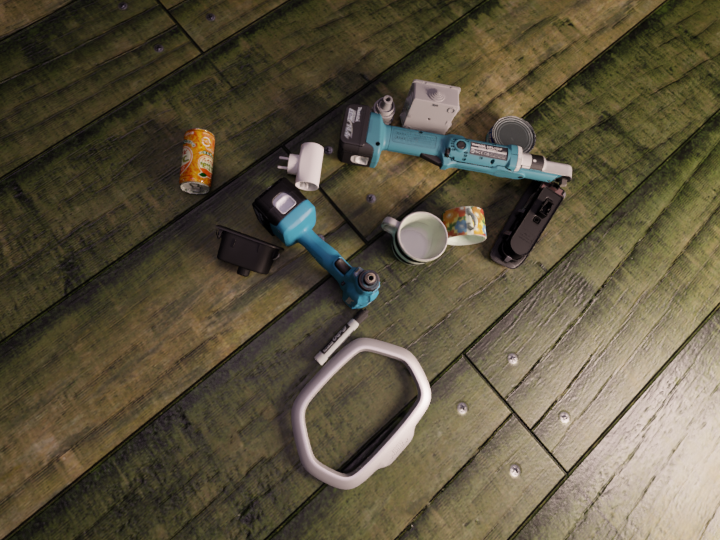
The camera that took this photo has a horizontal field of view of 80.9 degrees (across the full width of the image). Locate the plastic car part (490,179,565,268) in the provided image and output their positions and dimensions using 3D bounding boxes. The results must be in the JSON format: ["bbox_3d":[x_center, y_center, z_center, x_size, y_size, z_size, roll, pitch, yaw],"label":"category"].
[{"bbox_3d":[0.315,-0.089,0.771,0.066,0.067,0.202,38,79,-4],"label":"plastic car part"}]

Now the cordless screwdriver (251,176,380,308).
[{"bbox_3d":[-0.067,-0.044,0.680,0.074,0.158,0.253,-42,82,-14],"label":"cordless screwdriver"}]

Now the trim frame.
[{"bbox_3d":[0.001,0.226,0.685,0.187,0.027,0.247,44,75,8],"label":"trim frame"}]

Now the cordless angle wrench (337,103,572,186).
[{"bbox_3d":[0.173,-0.215,0.772,0.424,0.073,0.099,11,76,1],"label":"cordless angle wrench"}]

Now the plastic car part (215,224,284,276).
[{"bbox_3d":[-0.197,-0.027,0.722,0.116,0.066,0.071,23,91,-3],"label":"plastic car part"}]
